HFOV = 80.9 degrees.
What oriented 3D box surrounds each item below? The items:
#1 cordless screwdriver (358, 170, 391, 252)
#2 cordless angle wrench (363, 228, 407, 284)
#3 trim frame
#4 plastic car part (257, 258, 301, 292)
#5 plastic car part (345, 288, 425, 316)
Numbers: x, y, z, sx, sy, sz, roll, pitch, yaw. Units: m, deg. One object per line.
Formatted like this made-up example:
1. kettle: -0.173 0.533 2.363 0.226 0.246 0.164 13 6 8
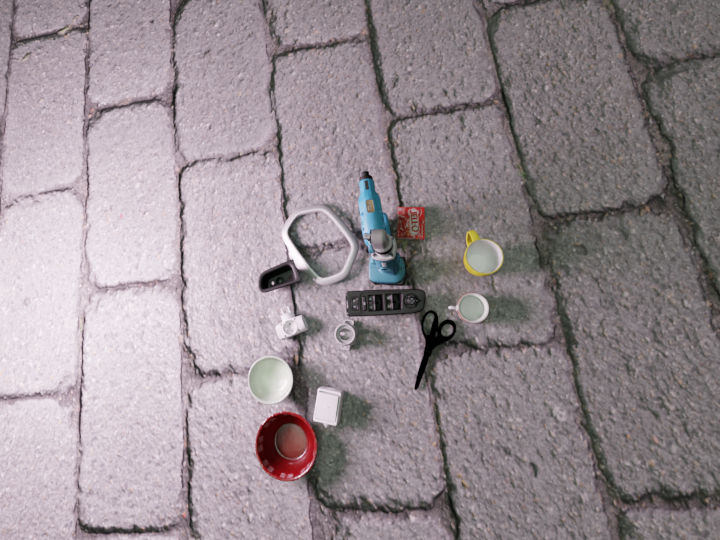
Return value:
1. cordless screwdriver: 0.032 -0.136 1.060 0.075 0.242 0.162 -9 78 5
2. cordless angle wrench: 0.055 -0.028 0.944 0.099 0.412 0.075 2 81 7
3. trim frame: -0.116 -0.076 1.189 0.184 0.027 0.256 -39 73 1
4. plastic car part: -0.222 0.023 1.166 0.117 0.069 0.067 -21 77 5
5. plastic car part: 0.066 0.084 1.096 0.206 0.065 0.067 -4 78 10
